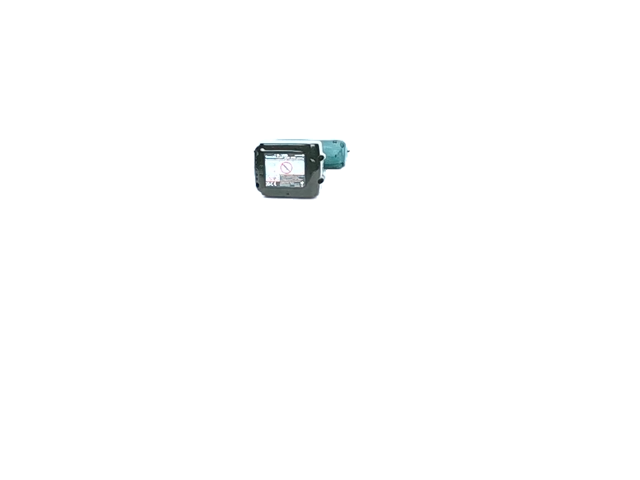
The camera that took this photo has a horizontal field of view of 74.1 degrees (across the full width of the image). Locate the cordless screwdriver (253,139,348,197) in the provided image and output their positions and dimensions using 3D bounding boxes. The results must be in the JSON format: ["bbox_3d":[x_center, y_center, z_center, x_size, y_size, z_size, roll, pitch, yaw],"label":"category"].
[{"bbox_3d":[-0.048,-0.129,0.680,0.160,0.074,0.248,3,18,10],"label":"cordless screwdriver"}]
